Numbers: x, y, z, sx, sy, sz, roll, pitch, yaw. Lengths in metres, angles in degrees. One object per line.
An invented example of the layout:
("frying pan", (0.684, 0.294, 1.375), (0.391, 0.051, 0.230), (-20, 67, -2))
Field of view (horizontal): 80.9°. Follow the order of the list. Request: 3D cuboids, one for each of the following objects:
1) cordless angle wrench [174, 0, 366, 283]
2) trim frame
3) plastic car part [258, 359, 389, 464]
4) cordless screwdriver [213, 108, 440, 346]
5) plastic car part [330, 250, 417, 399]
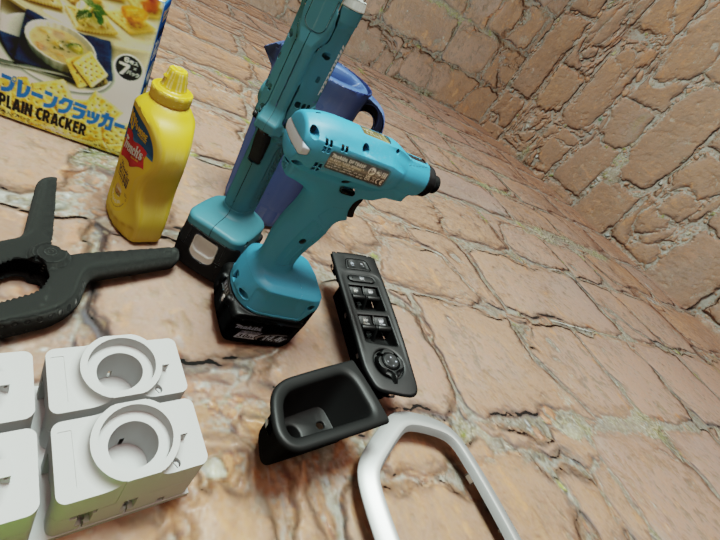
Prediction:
("cordless angle wrench", (-0.074, -0.162, 0.414), (0.074, 0.423, 0.098), (34, 31, -4))
("trim frame", (0.089, 0.243, 0.373), (0.175, 0.027, 0.261), (6, 40, -37))
("plastic car part", (-0.045, 0.131, 0.368), (0.111, 0.071, 0.069), (-2, 46, -45))
("cordless screwdriver", (-0.041, -0.027, 0.423), (0.151, 0.249, 0.078), (12, 38, -34))
("plastic car part", (0.004, 0.066, 0.509), (0.063, 0.067, 0.212), (14, 35, -31))
